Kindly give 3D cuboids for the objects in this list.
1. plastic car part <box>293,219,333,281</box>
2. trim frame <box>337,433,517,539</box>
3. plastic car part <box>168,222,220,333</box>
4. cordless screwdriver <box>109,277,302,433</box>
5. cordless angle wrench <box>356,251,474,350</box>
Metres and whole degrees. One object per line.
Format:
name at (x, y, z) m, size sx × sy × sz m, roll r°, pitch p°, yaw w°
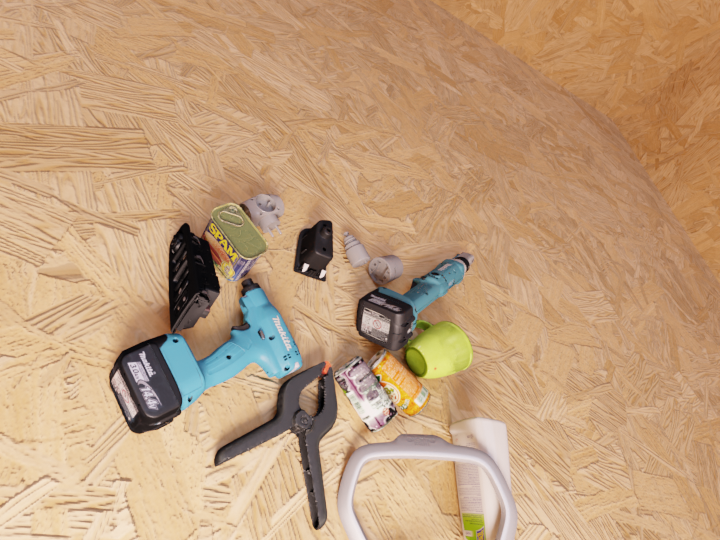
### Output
plastic car part at (-0.076, -0.050, 0.782) m, size 0.063 × 0.072 × 0.120 m, roll 21°, pitch 51°, yaw -25°
trim frame at (0.092, 0.323, 0.581) m, size 0.248 × 0.027 × 0.189 m, roll 1°, pitch 59°, yaw -1°
plastic car part at (-0.234, 0.000, 0.595) m, size 0.063 × 0.066 × 0.214 m, roll 14°, pitch 26°, yaw -37°
cordless screwdriver at (-0.206, 0.101, 0.578) m, size 0.239 × 0.075 × 0.164 m, roll -15°, pitch 67°, yaw -45°
cordless angle wrench at (0.145, 0.031, 0.864) m, size 0.103 × 0.073 × 0.410 m, roll 19°, pitch 28°, yaw 31°
